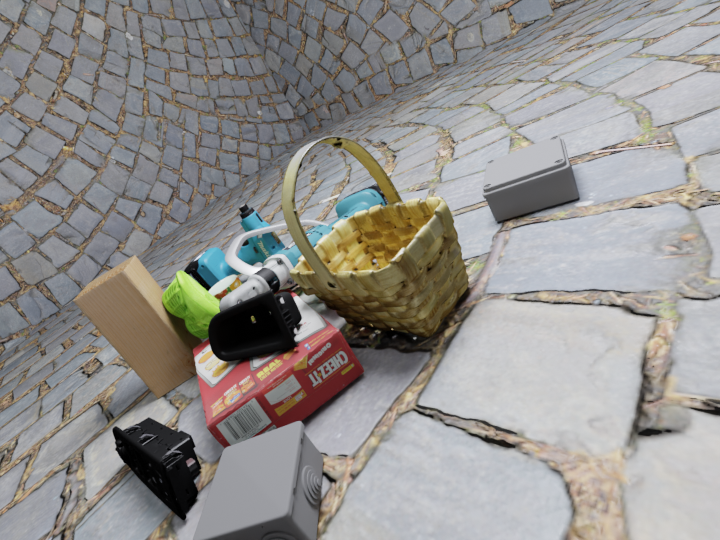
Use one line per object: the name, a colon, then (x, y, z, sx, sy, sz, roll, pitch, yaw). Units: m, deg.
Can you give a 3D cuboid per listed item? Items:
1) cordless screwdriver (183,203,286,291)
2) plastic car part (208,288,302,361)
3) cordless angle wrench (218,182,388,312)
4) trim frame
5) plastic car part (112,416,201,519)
cordless screwdriver: (-0.288, -0.039, 0.936, 0.255, 0.154, 0.075, -22, 22, 27)
plastic car part: (-0.116, 0.058, 0.491, 0.120, 0.065, 0.069, -20, 6, 31)
cordless angle wrench: (-0.067, -0.044, 0.682, 0.101, 0.073, 0.416, -17, 17, 38)
trim frame: (-0.132, -0.044, 0.800, 0.241, 0.027, 0.195, -15, 34, -24)
plastic car part: (-0.241, 0.213, 0.500, 0.212, 0.065, 0.066, -8, 21, 43)
